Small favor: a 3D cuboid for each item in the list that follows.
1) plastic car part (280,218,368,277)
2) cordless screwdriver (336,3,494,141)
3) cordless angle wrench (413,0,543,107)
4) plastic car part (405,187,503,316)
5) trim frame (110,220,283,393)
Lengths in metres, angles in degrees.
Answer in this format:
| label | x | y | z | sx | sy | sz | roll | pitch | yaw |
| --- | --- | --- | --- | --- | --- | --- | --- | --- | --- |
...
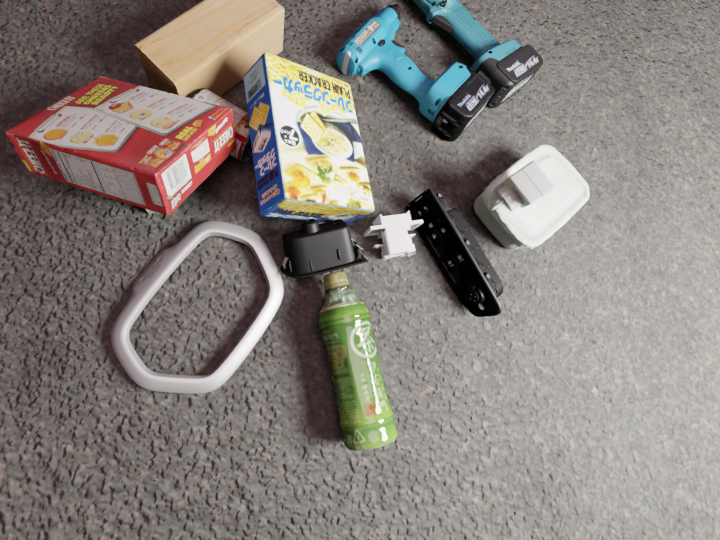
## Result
| label | x | y | z | sx | sy | sz | roll | pitch | yaw |
| --- | --- | --- | --- | --- | --- | --- | --- | --- | --- |
| plastic car part | -0.057 | -0.037 | 0.586 | 0.115 | 0.069 | 0.069 | -12 | 114 | -12 |
| cordless screwdriver | 0.100 | -0.339 | 0.704 | 0.252 | 0.073 | 0.159 | 36 | 72 | 6 |
| cordless angle wrench | 0.135 | -0.475 | 0.750 | 0.097 | 0.074 | 0.431 | -35 | 80 | -17 |
| plastic car part | 0.147 | -0.026 | 0.631 | 0.064 | 0.067 | 0.207 | -16 | 75 | -41 |
| trim frame | -0.216 | 0.045 | 0.572 | 0.184 | 0.027 | 0.248 | 33 | 74 | 1 |
